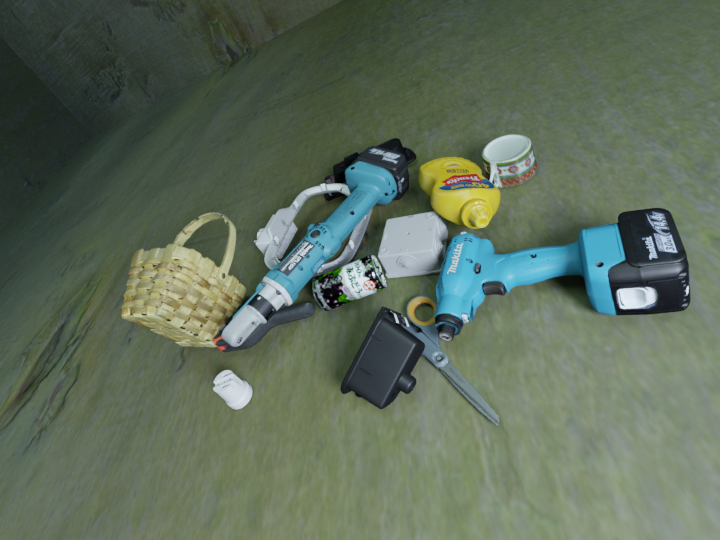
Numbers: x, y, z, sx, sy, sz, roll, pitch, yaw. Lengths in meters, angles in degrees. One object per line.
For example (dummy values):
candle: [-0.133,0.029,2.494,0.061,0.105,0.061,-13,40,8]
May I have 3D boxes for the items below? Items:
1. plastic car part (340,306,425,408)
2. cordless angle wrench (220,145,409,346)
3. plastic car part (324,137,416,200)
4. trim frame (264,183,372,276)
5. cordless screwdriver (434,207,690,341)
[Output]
plastic car part: [0.035,0.112,0.502,0.075,0.062,0.116,25,89,33]
cordless angle wrench: [-0.068,-0.044,0.691,0.103,0.071,0.420,25,63,31]
plastic car part: [0.010,-0.215,0.866,0.207,0.064,0.068,-17,33,15]
trim frame: [-0.080,-0.082,0.782,0.191,0.026,0.251,6,54,22]
cordless screwdriver: [0.208,0.014,0.479,0.260,0.071,0.160,-5,44,35]
